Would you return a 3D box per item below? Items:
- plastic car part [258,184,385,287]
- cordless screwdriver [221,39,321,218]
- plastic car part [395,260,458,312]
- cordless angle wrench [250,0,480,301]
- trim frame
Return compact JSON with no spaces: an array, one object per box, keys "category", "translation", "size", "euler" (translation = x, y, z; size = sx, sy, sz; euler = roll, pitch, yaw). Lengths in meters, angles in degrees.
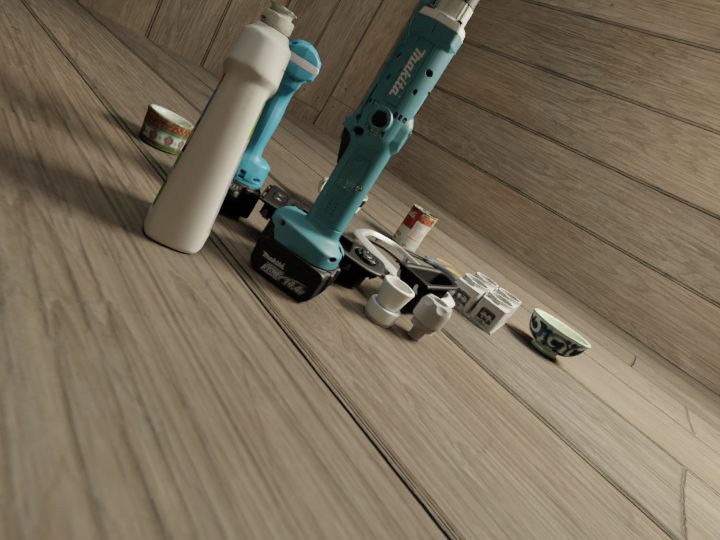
[{"category":"plastic car part","translation":[-0.057,-0.038,0.588],"size":[0.200,0.067,0.067],"euler":[30,17,-7]},{"category":"cordless screwdriver","translation":[-0.144,-0.208,0.606],"size":[0.071,0.248,0.166],"euler":[25,18,-25]},{"category":"plastic car part","translation":[0.093,0.033,0.641],"size":[0.110,0.071,0.070],"euler":[12,26,-48]},{"category":"cordless angle wrench","translation":[0.022,-0.158,0.452],"size":[0.099,0.422,0.073],"euler":[35,17,6]},{"category":"trim frame","translation":[0.080,-0.009,0.811],"size":[0.174,0.027,0.263],"euler":[14,24,-45]}]
